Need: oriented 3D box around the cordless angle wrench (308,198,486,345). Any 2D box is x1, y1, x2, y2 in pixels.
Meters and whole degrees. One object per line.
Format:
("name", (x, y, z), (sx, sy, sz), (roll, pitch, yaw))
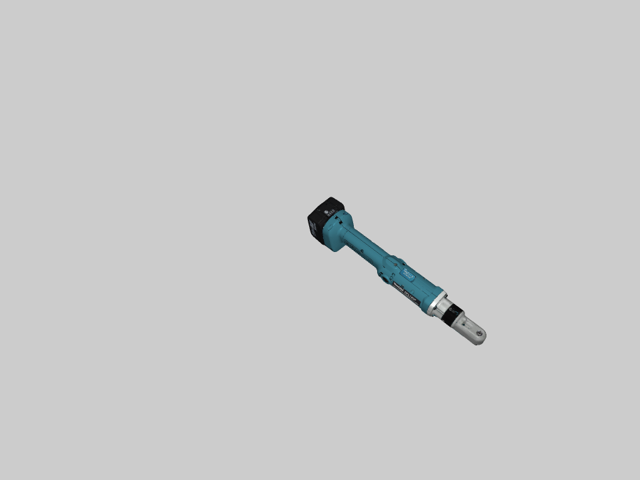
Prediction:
("cordless angle wrench", (0.147, 0.063, 0.856), (0.422, 0.074, 0.098), (38, -20, 26))
